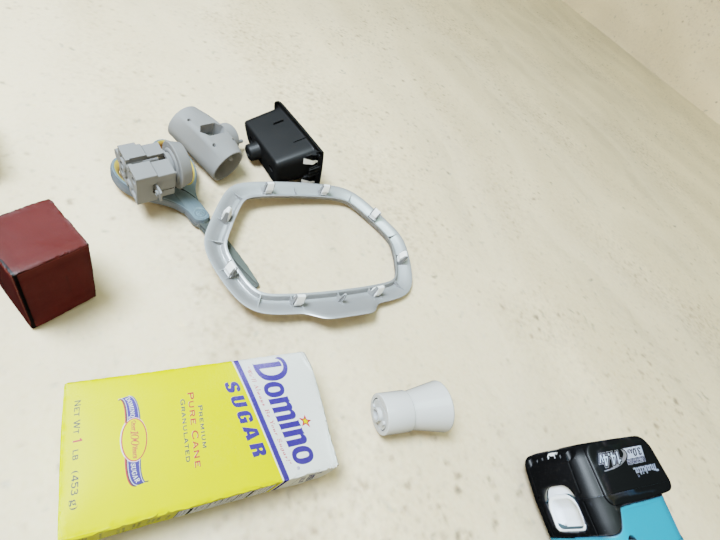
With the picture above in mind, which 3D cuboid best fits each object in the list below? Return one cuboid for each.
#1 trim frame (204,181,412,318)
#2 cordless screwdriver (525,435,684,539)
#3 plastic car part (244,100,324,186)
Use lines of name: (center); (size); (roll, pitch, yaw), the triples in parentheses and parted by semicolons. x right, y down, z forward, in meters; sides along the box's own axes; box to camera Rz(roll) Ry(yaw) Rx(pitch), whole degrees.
trim frame: (-0.045, -0.029, 0.460); (0.238, 0.028, 0.191); (-3, 57, -34)
cordless screwdriver: (0.211, 0.266, 0.315); (0.153, 0.074, 0.258); (-2, 58, -27)
plastic car part: (-0.104, -0.152, 0.524); (0.069, 0.065, 0.121); (-28, 65, -24)
